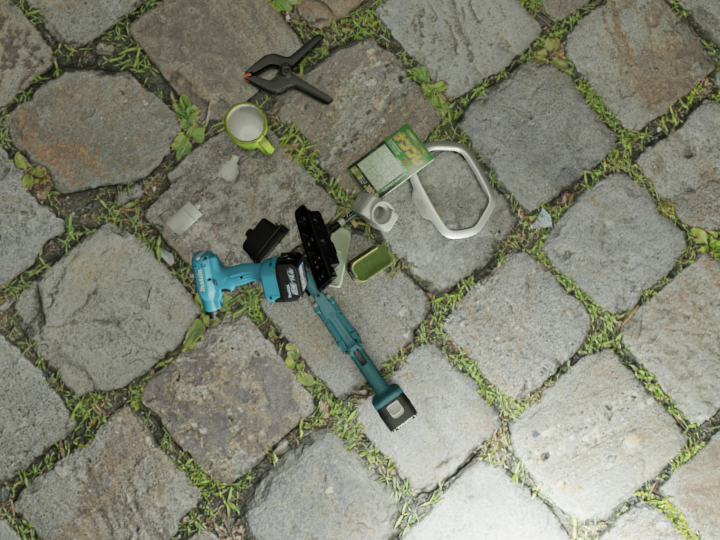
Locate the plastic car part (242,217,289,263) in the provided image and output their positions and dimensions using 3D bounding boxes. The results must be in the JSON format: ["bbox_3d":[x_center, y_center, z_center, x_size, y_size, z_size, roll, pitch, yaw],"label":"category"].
[{"bbox_3d":[-0.229,-0.074,0.972,0.073,0.064,0.116,42,89,12],"label":"plastic car part"}]

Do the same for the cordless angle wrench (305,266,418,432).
[{"bbox_3d":[-0.027,0.157,0.956,0.074,0.097,0.427,-34,85,-6],"label":"cordless angle wrench"}]

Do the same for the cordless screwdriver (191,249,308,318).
[{"bbox_3d":[-0.242,0.035,0.925,0.253,0.075,0.155,0,110,10],"label":"cordless screwdriver"}]

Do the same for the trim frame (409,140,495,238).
[{"bbox_3d":[0.215,-0.196,1.013,0.183,0.028,0.248,-30,91,-5],"label":"trim frame"}]

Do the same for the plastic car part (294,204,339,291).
[{"bbox_3d":[-0.093,-0.061,0.951,0.065,0.066,0.209,-15,69,-28],"label":"plastic car part"}]
